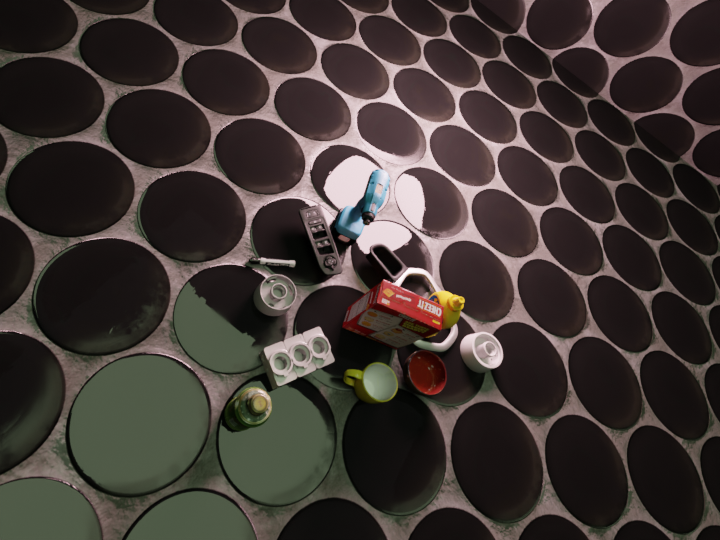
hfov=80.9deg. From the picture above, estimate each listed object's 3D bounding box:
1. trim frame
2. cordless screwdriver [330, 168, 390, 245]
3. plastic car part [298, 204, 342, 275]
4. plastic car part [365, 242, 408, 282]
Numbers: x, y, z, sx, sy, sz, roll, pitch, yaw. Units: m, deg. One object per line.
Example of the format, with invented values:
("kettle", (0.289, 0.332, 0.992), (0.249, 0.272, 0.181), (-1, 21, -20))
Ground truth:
("trim frame", (0.179, 0.108, 1.185), (0.179, 0.027, 0.255), (-19, 72, -28))
("cordless screwdriver", (-0.007, -0.139, 1.108), (0.073, 0.251, 0.161), (25, 59, -13))
("plastic car part", (-0.112, -0.073, 1.143), (0.064, 0.067, 0.209), (-14, 71, -28))
("plastic car part", (0.062, -0.018, 1.179), (0.118, 0.071, 0.065), (47, 58, 5))
